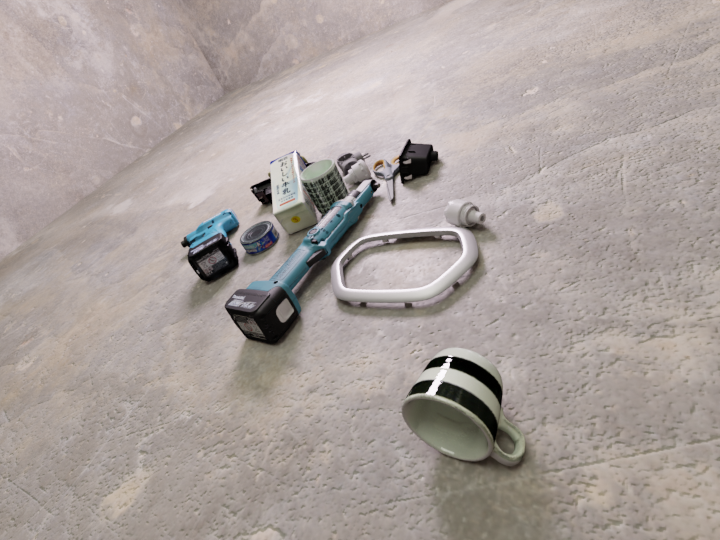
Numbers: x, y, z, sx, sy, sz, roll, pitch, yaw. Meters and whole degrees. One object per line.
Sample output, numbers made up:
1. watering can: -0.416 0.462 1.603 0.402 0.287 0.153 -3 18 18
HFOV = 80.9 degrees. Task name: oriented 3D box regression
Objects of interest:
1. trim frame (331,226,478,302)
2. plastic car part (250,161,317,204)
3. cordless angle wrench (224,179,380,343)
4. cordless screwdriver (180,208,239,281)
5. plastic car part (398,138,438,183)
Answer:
1. trim frame: 0.060 -0.014 0.672 0.259 0.026 0.185 -5 41 34
2. plastic car part: -0.184 -0.220 1.092 0.205 0.063 0.070 -22 42 10
3. cordless angle wrench: -0.077 -0.050 0.785 0.103 0.071 0.421 2 42 38
4. cordless screwdriver: -0.368 -0.060 1.009 0.159 0.071 0.259 -29 30 0
5. plastic car part: 0.127 -0.240 0.899 0.074 0.063 0.117 7 42 21
